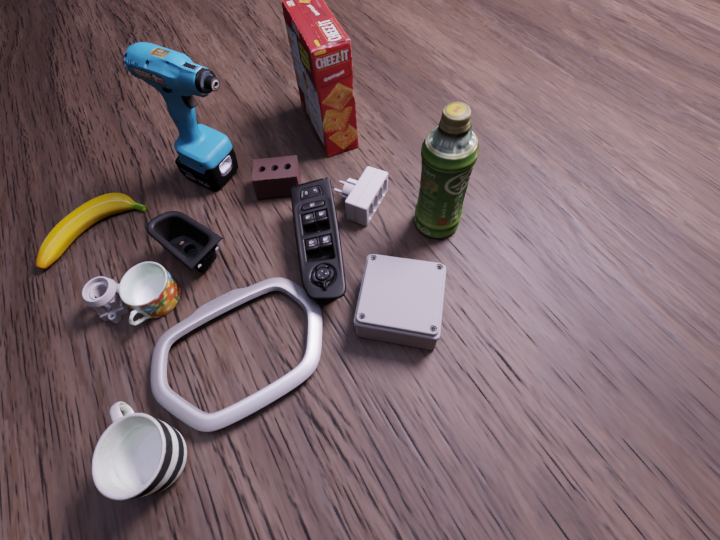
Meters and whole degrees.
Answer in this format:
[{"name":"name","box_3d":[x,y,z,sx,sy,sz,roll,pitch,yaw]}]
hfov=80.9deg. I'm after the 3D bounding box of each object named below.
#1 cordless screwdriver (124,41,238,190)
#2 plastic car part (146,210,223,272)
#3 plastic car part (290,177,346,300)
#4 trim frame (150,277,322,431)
[{"name":"cordless screwdriver","box_3d":[-0.259,-0.233,0.676,0.165,0.240,0.074,26,64,18]},{"name":"plastic car part","box_3d":[-0.269,-0.040,0.659,0.122,0.068,0.065,31,66,23]},{"name":"plastic car part","box_3d":[-0.062,-0.041,0.634,0.066,0.064,0.210,-10,58,-1]},{"name":"trim frame","box_3d":[-0.167,0.104,0.581,0.246,0.026,0.193,-30,59,-11]}]
